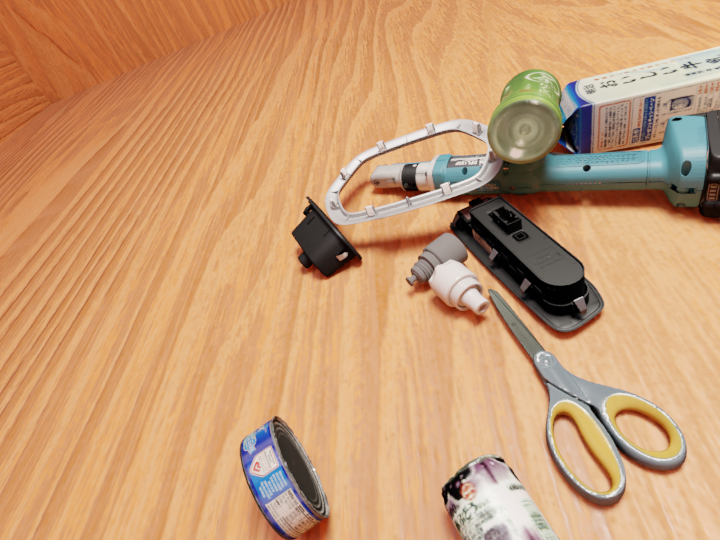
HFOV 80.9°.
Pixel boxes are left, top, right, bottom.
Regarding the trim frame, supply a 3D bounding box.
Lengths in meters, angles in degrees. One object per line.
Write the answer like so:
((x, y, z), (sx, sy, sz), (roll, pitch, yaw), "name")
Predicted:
((0.062, -0.134, 0.562), (0.256, 0.026, 0.188), (-12, 46, 22), "trim frame")

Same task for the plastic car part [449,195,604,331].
((0.169, -0.026, 0.446), (0.066, 0.064, 0.213), (-21, 43, -5), "plastic car part")

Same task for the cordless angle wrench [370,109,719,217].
((0.200, -0.122, 0.523), (0.444, 0.071, 0.098), (6, 50, 34), "cordless angle wrench")

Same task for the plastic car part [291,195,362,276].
((-0.057, -0.037, 0.578), (0.071, 0.062, 0.123), (-40, 44, 6), "plastic car part")
